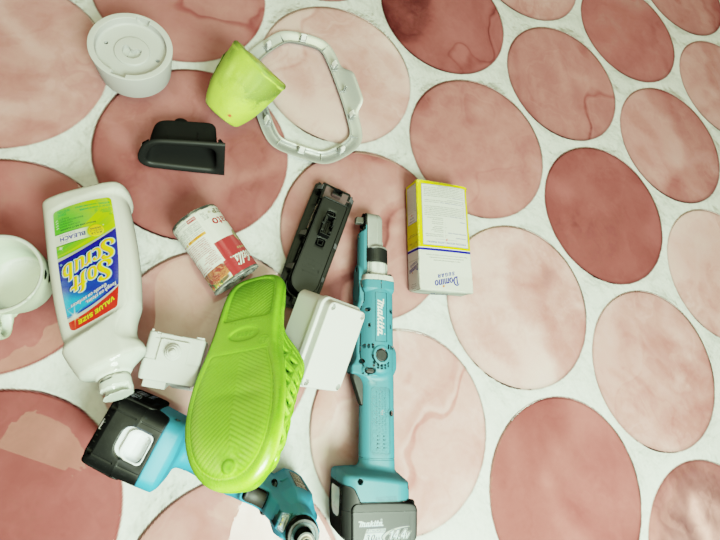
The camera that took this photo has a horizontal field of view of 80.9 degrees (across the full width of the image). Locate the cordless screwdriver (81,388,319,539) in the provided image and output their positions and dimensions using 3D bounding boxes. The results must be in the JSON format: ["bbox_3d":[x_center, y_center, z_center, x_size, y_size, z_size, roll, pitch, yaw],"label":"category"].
[{"bbox_3d":[-0.160,0.215,0.448,0.246,0.160,0.074,28,73,-7],"label":"cordless screwdriver"}]

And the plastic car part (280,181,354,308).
[{"bbox_3d":[-0.059,-0.039,0.606,0.064,0.069,0.204,26,71,-18],"label":"plastic car part"}]

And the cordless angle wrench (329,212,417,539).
[{"bbox_3d":[0.017,0.119,0.578,0.095,0.075,0.431,7,70,-17],"label":"cordless angle wrench"}]

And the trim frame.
[{"bbox_3d":[-0.087,-0.287,0.688,0.179,0.028,0.253,-14,77,-20],"label":"trim frame"}]

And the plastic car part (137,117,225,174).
[{"bbox_3d":[-0.248,-0.183,0.597,0.114,0.065,0.073,5,59,-13],"label":"plastic car part"}]
